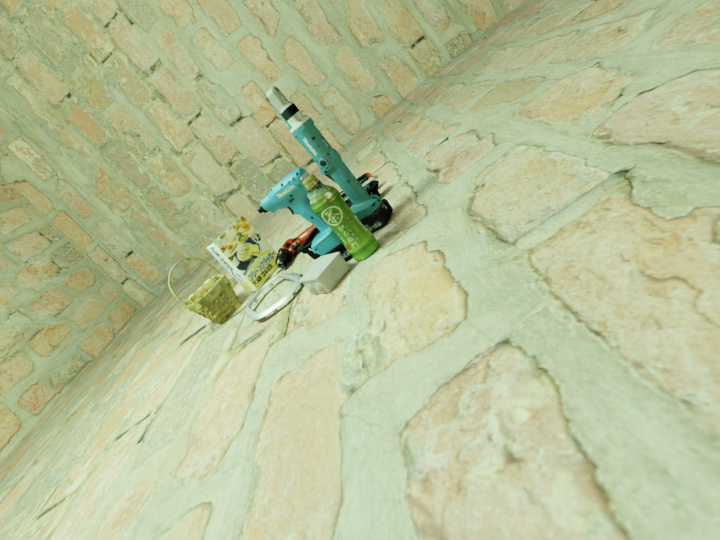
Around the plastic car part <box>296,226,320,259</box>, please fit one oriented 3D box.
[{"bbox_3d":[-0.116,-0.076,1.189,0.068,0.069,0.116,-24,24,43],"label":"plastic car part"}]

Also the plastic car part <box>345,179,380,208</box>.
[{"bbox_3d":[-0.011,-0.197,1.261,0.202,0.065,0.069,-46,18,-15],"label":"plastic car part"}]

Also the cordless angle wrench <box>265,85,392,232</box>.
[{"bbox_3d":[-0.081,-0.270,1.032,0.101,0.412,0.074,-28,18,39],"label":"cordless angle wrench"}]

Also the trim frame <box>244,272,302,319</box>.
[{"bbox_3d":[-0.240,0.065,1.173,0.183,0.027,0.258,-47,20,-17],"label":"trim frame"}]

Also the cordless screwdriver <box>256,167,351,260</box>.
[{"bbox_3d":[-0.129,-0.113,1.035,0.162,0.242,0.075,-32,16,27],"label":"cordless screwdriver"}]
